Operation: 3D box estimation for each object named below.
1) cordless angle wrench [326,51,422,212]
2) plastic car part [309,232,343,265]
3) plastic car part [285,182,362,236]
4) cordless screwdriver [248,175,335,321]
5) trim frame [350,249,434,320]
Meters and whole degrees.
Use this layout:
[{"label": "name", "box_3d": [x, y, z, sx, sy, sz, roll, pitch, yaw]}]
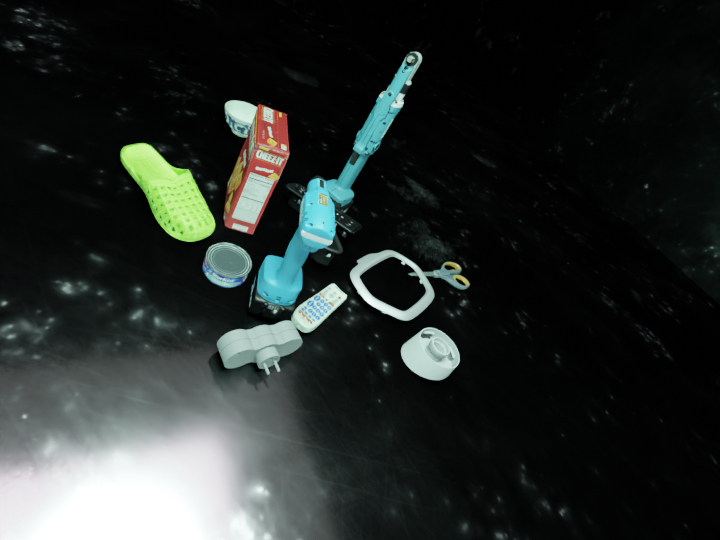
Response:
[{"label": "cordless angle wrench", "box_3d": [0.016, -0.297, 0.969, 0.076, 0.423, 0.096, 42, 37, 8]}, {"label": "plastic car part", "box_3d": [-0.090, -0.059, 0.917, 0.063, 0.071, 0.122, 5, 45, -33]}, {"label": "plastic car part", "box_3d": [-0.097, -0.139, 1.007, 0.207, 0.067, 0.065, 39, 37, 11]}, {"label": "cordless screwdriver", "box_3d": [-0.115, -0.036, 0.725, 0.072, 0.249, 0.164, 19, 39, -21]}, {"label": "trim frame", "box_3d": [0.075, 0.026, 0.968, 0.190, 0.027, 0.242, 42, 38, 14]}]
